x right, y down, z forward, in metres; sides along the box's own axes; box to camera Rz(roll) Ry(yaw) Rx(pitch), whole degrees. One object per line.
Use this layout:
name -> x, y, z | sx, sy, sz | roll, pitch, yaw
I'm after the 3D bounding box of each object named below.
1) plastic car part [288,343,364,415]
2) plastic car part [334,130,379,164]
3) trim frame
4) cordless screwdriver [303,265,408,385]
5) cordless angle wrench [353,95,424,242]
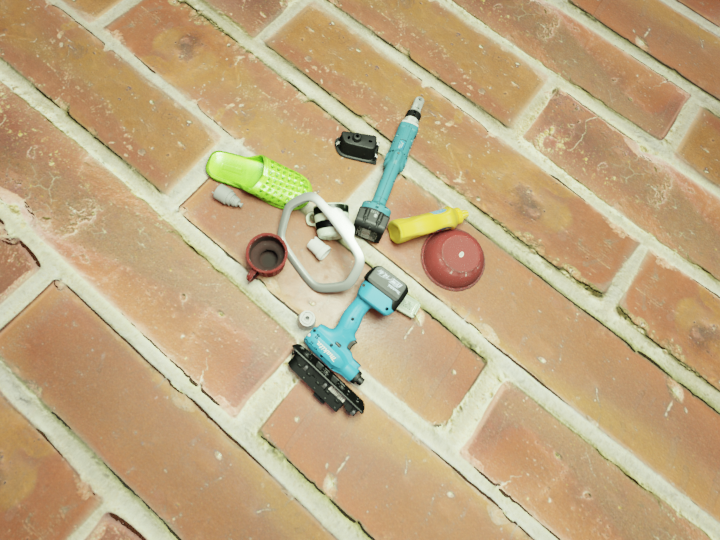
plastic car part -> -0.082, 0.241, 0.920 | 0.206, 0.065, 0.067 | 45, 101, 7
plastic car part -> -0.006, -0.322, 1.075 | 0.116, 0.071, 0.067 | 12, 74, -5
trim frame -> -0.095, -0.062, 0.968 | 0.186, 0.026, 0.254 | -43, 76, 27
cordless screwdriver -> 0.011, 0.119, 0.934 | 0.162, 0.073, 0.248 | 42, 89, 7
cordless angle wrench -> 0.087, -0.273, 1.059 | 0.075, 0.097, 0.425 | 21, 71, 2
